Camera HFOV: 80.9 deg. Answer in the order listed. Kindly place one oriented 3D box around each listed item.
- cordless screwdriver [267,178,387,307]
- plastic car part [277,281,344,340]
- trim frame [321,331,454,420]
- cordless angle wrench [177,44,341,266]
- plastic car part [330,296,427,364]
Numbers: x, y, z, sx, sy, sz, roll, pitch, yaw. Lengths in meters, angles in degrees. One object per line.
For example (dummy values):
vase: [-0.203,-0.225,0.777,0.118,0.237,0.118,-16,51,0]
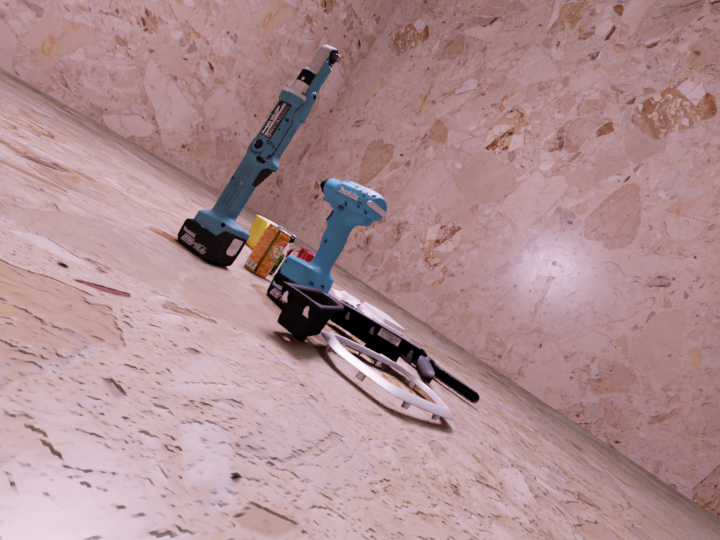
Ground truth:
cordless screwdriver: [-0.073,-0.048,0.749,0.070,0.248,0.169,31,2,-45]
plastic car part: [-0.072,0.063,0.582,0.069,0.071,0.111,33,2,22]
trim frame: [0.039,0.156,0.631,0.235,0.027,0.195,31,2,-40]
cordless angle wrench: [-0.164,-0.207,0.735,0.102,0.423,0.071,33,1,20]
plastic car part: [0.021,0.117,0.786,0.213,0.067,0.063,33,2,27]
